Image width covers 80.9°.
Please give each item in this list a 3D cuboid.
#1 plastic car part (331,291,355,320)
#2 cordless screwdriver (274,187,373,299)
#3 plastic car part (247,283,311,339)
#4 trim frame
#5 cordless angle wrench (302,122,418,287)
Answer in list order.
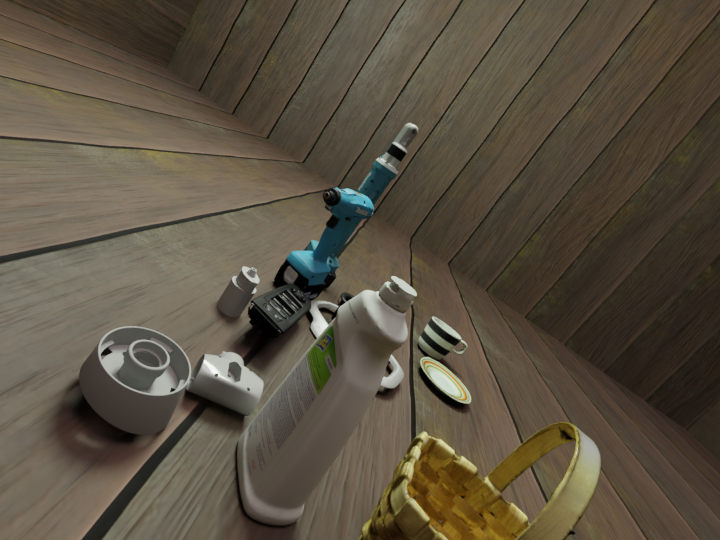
[{"bbox_3d":[-0.011,0.100,0.855,0.113,0.071,0.068,31,15,-15],"label":"plastic car part"},{"bbox_3d":[-0.082,-0.053,0.836,0.078,0.249,0.152,42,16,22],"label":"cordless screwdriver"},{"bbox_3d":[-0.131,0.070,0.697,0.067,0.067,0.200,36,15,3],"label":"plastic car part"},{"bbox_3d":[-0.014,0.136,0.818,0.174,0.027,0.263,21,20,-42],"label":"trim frame"},{"bbox_3d":[-0.002,-0.151,0.974,0.071,0.423,0.103,27,17,-32],"label":"cordless angle wrench"}]
